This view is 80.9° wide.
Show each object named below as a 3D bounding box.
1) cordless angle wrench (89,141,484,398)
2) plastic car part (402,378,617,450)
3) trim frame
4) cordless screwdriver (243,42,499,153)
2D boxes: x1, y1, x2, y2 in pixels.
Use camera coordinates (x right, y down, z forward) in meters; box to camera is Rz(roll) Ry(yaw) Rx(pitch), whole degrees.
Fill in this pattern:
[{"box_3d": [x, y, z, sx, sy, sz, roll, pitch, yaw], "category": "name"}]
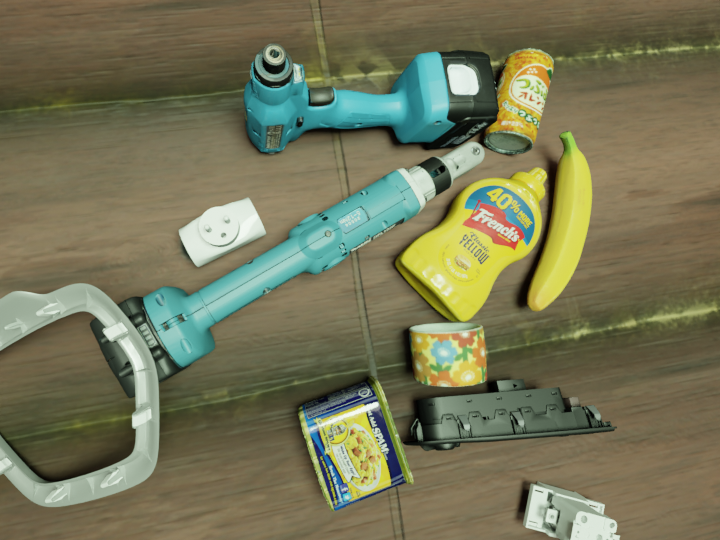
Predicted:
[{"box_3d": [-0.041, -0.027, 0.424, 0.418, 0.098, 0.075, -32, 88, -13], "category": "cordless angle wrench"}, {"box_3d": [0.143, 0.149, 0.434, 0.201, 0.066, 0.068, -6, 76, -8], "category": "plastic car part"}, {"box_3d": [-0.262, 0.108, 0.355, 0.254, 0.027, 0.185, -23, 88, 24], "category": "trim frame"}, {"box_3d": [0.012, -0.169, 0.411, 0.245, 0.161, 0.075, -7, 87, -11], "category": "cordless screwdriver"}]
